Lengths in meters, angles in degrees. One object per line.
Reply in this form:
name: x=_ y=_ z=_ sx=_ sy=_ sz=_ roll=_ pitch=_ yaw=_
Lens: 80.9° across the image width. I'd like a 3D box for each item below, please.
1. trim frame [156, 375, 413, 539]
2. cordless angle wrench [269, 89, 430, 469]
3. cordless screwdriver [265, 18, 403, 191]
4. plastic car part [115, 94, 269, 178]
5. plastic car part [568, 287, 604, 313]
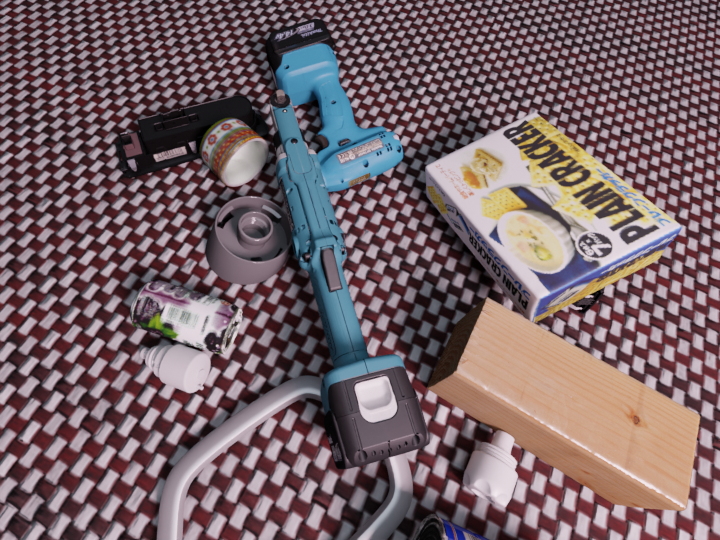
trim frame: x=-0.068 y=0.213 z=0.391 sx=0.244 sy=0.027 sz=0.191 roll=-33 pitch=69 yaw=-20
cordless angle wrench: x=-0.044 y=-0.029 z=0.451 sx=0.073 sy=0.096 sz=0.438 roll=-12 pitch=64 yaw=-13
cordless screwdriver: x=-0.067 y=-0.218 z=0.583 sx=0.158 sy=0.072 sz=0.256 roll=-24 pitch=72 yaw=-6
plastic car part: x=-0.225 y=-0.190 z=0.565 sx=0.199 sy=0.065 sz=0.069 roll=-19 pitch=61 yaw=-16
plastic car part: x=0.233 y=-0.012 z=0.512 sx=0.072 sy=0.063 sz=0.120 roll=-6 pitch=60 yaw=6
